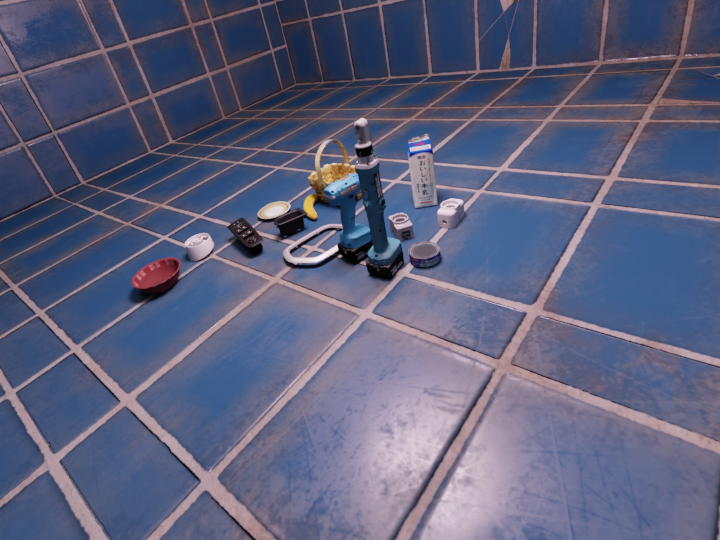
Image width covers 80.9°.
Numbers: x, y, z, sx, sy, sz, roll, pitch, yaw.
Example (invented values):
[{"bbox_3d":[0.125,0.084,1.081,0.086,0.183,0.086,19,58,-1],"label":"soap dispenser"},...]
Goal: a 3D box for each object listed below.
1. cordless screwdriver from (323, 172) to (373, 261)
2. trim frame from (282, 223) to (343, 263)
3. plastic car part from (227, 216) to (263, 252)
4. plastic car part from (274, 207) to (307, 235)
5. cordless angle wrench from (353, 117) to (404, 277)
[{"bbox_3d":[-0.011,-0.158,1.214,0.156,0.239,0.079,-32,37,-26],"label":"cordless screwdriver"},{"bbox_3d":[-0.132,-0.086,1.348,0.244,0.026,0.195,-37,40,-28],"label":"trim frame"},{"bbox_3d":[-0.391,-0.113,1.455,0.065,0.064,0.215,-29,36,-21],"label":"plastic car part"},{"bbox_3d":[-0.240,-0.159,1.457,0.114,0.068,0.070,-30,36,-22],"label":"plastic car part"},{"bbox_3d":[0.035,-0.173,1.067,0.078,0.407,0.097,12,40,34],"label":"cordless angle wrench"}]
